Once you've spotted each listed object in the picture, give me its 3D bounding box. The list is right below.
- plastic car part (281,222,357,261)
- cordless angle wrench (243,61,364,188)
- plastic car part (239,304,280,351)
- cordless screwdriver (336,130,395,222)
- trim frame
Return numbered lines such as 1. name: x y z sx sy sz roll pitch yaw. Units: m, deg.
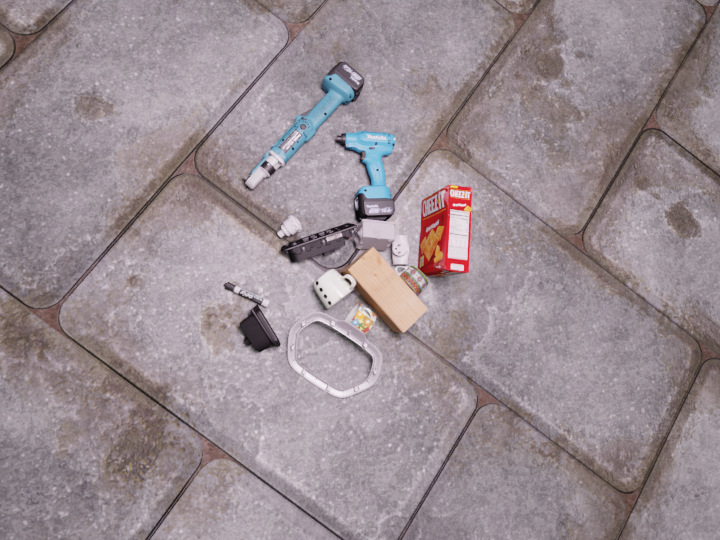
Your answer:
1. plastic car part: -0.107 -0.070 1.092 0.200 0.069 0.065 -16 112 -12
2. cordless angle wrench: -0.155 -0.374 1.125 0.098 0.075 0.422 40 80 -3
3. plastic car part: -0.255 0.152 1.038 0.071 0.066 0.116 -29 91 2
4. cordless screwdriver: 0.014 -0.255 1.129 0.157 0.074 0.252 2 78 -9
5. trim frame: -0.066 0.209 1.043 0.248 0.027 0.184 35 96 0
